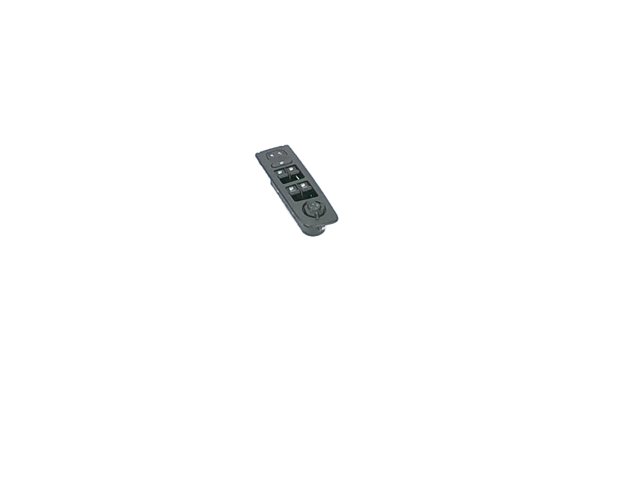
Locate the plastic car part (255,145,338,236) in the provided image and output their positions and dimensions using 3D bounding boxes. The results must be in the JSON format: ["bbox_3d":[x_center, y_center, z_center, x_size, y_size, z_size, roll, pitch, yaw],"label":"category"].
[{"bbox_3d":[-0.043,-0.078,0.714,0.066,0.067,0.203,-15,49,-26],"label":"plastic car part"}]
